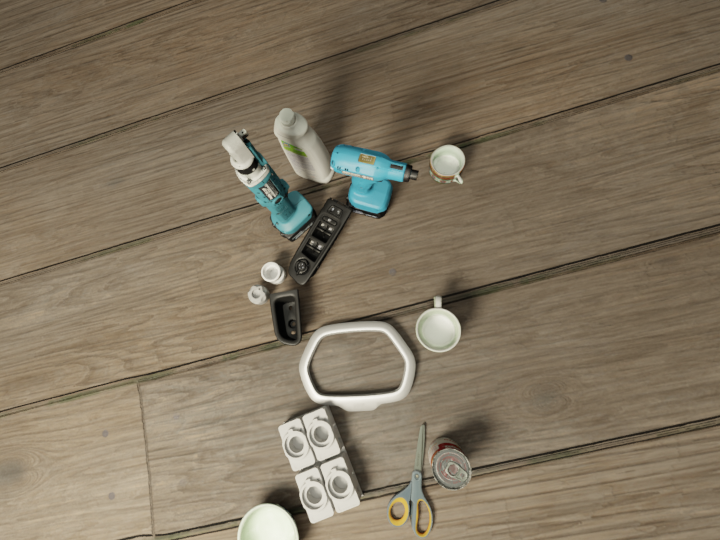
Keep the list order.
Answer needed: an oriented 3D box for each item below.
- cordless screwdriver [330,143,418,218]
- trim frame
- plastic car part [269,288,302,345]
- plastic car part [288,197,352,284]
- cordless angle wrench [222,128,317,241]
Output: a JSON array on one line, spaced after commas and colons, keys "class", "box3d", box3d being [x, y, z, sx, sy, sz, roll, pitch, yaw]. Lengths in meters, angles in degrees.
[{"class": "cordless screwdriver", "box3d": [0.034, -0.174, 0.865, 0.163, 0.242, 0.075, 16, 82, 9]}, {"class": "trim frame", "box3d": [-0.010, 0.203, 0.899, 0.252, 0.027, 0.187, -7, 76, 8]}, {"class": "plastic car part", "box3d": [-0.155, 0.107, 0.924, 0.067, 0.069, 0.119, -11, 77, 5]}, {"class": "plastic car part", "box3d": [-0.093, -0.061, 0.954, 0.068, 0.065, 0.203, 31, 84, 12]}, {"class": "cordless angle wrench", "box3d": [-0.171, -0.153, 0.809, 0.098, 0.412, 0.076, -42, 79, -3]}]
